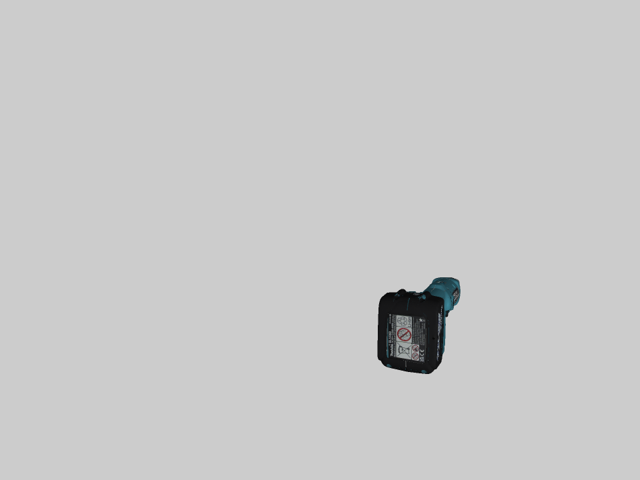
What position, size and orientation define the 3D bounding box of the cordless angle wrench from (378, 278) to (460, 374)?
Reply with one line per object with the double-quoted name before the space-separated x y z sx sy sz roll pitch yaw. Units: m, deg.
"cordless angle wrench" 0.191 0.103 0.698 0.074 0.098 0.422 3 4 25
